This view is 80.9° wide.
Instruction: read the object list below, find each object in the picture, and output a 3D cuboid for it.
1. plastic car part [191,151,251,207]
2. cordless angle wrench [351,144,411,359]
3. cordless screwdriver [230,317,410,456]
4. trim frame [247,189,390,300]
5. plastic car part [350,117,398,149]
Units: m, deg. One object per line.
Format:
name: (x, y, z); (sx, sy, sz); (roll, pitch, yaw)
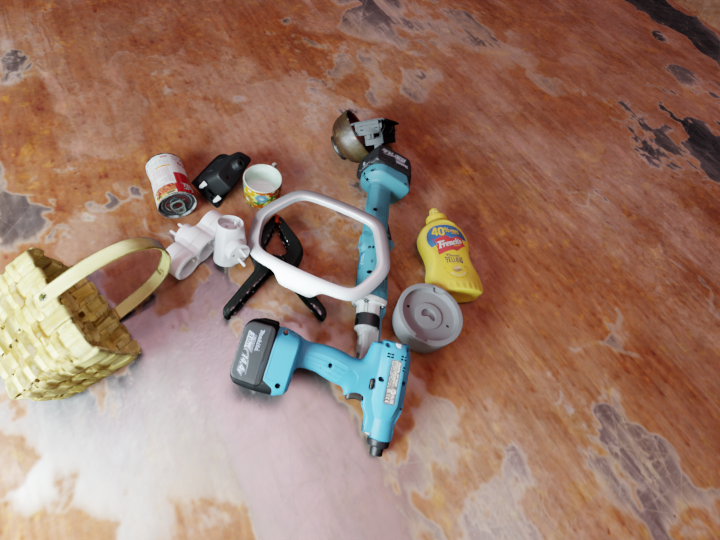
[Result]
plastic car part: (-0.248, -0.185, 0.793); (0.063, 0.074, 0.117); (48, 51, -30)
cordless angle wrench: (0.027, -0.039, 0.759); (0.094, 0.076, 0.432); (22, 57, -24)
cordless screwdriver: (-0.060, 0.161, 0.604); (0.248, 0.074, 0.160); (12, 81, -2)
trim frame: (-0.069, -0.045, 0.709); (0.254, 0.027, 0.185); (23, 64, 10)
plastic car part: (0.042, -0.288, 0.888); (0.068, 0.066, 0.201); (-12, 16, 19)
